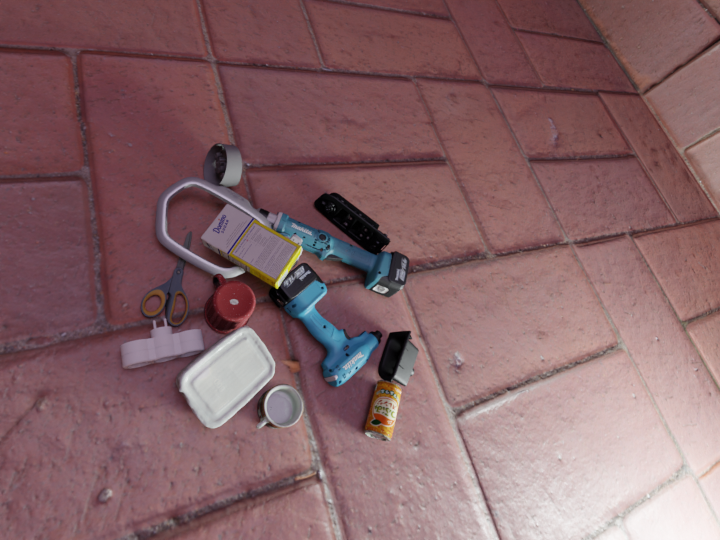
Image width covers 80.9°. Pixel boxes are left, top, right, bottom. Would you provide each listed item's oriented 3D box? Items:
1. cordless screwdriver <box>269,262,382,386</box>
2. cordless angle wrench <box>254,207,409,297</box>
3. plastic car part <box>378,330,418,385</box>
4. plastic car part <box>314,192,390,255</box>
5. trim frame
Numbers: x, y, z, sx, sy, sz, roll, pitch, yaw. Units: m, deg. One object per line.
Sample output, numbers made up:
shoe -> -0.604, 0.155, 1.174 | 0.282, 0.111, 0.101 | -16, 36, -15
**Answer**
cordless screwdriver -> -0.068, 0.097, 0.893 | 0.156, 0.075, 0.250 | -34, 86, -33
cordless angle wrench -> -0.094, -0.062, 0.964 | 0.416, 0.074, 0.099 | 23, 59, -9
plastic car part -> 0.089, 0.199, 0.922 | 0.068, 0.068, 0.117 | 35, 59, -24
plastic car part -> -0.017, -0.126, 1.032 | 0.201, 0.067, 0.067 | 35, 47, -5
trim frame -> -0.303, -0.092, 0.877 | 0.246, 0.028, 0.185 | 29, 69, -6
